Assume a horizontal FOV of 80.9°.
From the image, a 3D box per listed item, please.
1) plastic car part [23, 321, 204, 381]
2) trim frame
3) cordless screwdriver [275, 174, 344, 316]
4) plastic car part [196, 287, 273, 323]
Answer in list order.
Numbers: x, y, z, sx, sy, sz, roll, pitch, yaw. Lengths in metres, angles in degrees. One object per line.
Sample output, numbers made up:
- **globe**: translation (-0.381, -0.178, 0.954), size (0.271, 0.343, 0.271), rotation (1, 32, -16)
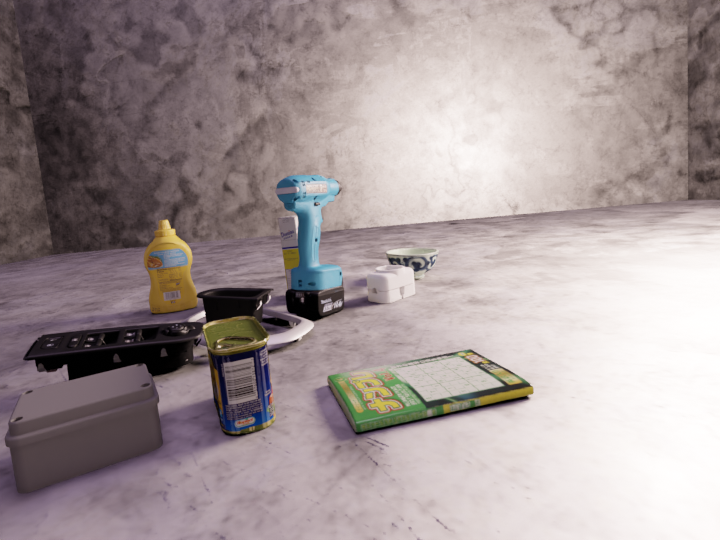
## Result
- **plastic car part**: translation (-0.301, 0.105, 0.539), size (0.198, 0.066, 0.069), rotation (-9, 9, -18)
- **trim frame**: translation (-0.190, 0.089, 0.680), size (0.261, 0.027, 0.177), rotation (3, 13, 41)
- **cordless screwdriver**: translation (-0.075, -0.049, 0.770), size (0.078, 0.247, 0.153), rotation (-1, 8, 33)
- **plastic car part**: translation (-0.206, 0.067, 0.693), size (0.119, 0.070, 0.065), rotation (-3, 8, 15)
